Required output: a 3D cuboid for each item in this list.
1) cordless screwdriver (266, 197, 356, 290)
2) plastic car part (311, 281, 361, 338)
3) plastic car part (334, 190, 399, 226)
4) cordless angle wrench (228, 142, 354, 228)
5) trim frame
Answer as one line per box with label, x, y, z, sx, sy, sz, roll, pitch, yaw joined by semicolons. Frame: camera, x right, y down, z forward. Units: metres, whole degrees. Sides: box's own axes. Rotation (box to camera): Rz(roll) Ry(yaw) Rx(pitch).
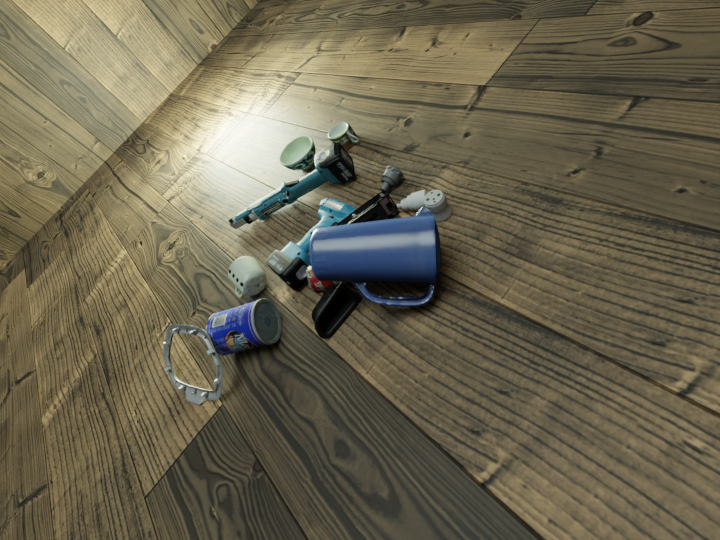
cordless screwdriver;-0.100;-0.065;1.019;0.169;0.070;0.248;27;72;44
plastic car part;-0.066;0.079;0.900;0.116;0.063;0.074;-51;29;-3
plastic car part;-0.003;-0.097;0.948;0.203;0.065;0.069;-35;16;-1
cordless angle wrench;-0.215;-0.217;1.211;0.433;0.092;0.077;-24;46;24
trim frame;-0.398;0.217;0.987;0.260;0.026;0.183;-2;96;38
